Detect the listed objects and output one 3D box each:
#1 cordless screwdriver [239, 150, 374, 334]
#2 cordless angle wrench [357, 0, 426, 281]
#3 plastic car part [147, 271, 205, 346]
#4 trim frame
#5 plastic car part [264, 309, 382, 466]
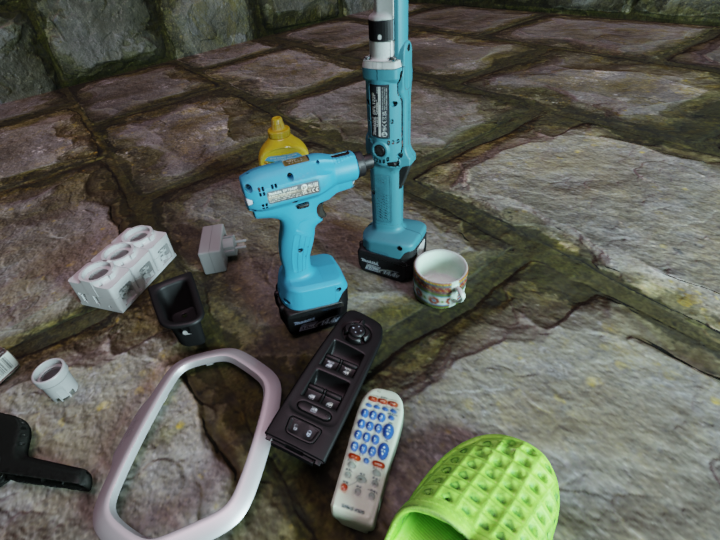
[{"bbox_3d":[-0.054,-0.035,0.554,0.157,0.240,0.078,-15,40,-12],"label":"cordless screwdriver"},{"bbox_3d":[0.039,-0.169,0.565,0.102,0.408,0.074,18,44,26],"label":"cordless angle wrench"},{"bbox_3d":[-0.252,0.066,0.602,0.065,0.068,0.123,-23,42,-20],"label":"plastic car part"},{"bbox_3d":[-0.188,0.187,0.479,0.187,0.026,0.254,-1,40,9],"label":"trim frame"},{"bbox_3d":[-0.027,0.130,0.488,0.069,0.064,0.203,11,43,20],"label":"plastic car part"}]
